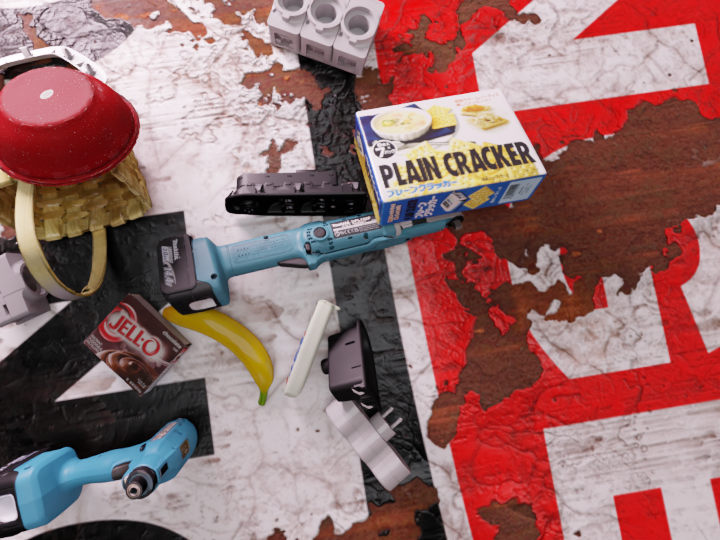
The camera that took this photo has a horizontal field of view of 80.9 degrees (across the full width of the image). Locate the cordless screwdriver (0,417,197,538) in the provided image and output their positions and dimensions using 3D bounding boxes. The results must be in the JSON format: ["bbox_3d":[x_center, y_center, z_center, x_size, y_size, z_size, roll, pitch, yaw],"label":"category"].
[{"bbox_3d":[-0.339,0.257,0.519,0.248,0.159,0.074,-15,90,-2],"label":"cordless screwdriver"}]

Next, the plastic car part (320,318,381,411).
[{"bbox_3d":[-0.018,0.130,0.575,0.072,0.063,0.121,-20,41,7],"label":"plastic car part"}]

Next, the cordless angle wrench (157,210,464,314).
[{"bbox_3d":[-0.058,-0.038,0.591,0.419,0.072,0.101,-14,65,-7],"label":"cordless angle wrench"}]

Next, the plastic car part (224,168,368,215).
[{"bbox_3d":[-0.095,-0.112,0.604,0.202,0.065,0.068,-5,77,-2],"label":"plastic car part"}]

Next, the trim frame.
[{"bbox_3d":[-0.452,-0.248,0.569,0.260,0.026,0.182,37,66,27],"label":"trim frame"}]
